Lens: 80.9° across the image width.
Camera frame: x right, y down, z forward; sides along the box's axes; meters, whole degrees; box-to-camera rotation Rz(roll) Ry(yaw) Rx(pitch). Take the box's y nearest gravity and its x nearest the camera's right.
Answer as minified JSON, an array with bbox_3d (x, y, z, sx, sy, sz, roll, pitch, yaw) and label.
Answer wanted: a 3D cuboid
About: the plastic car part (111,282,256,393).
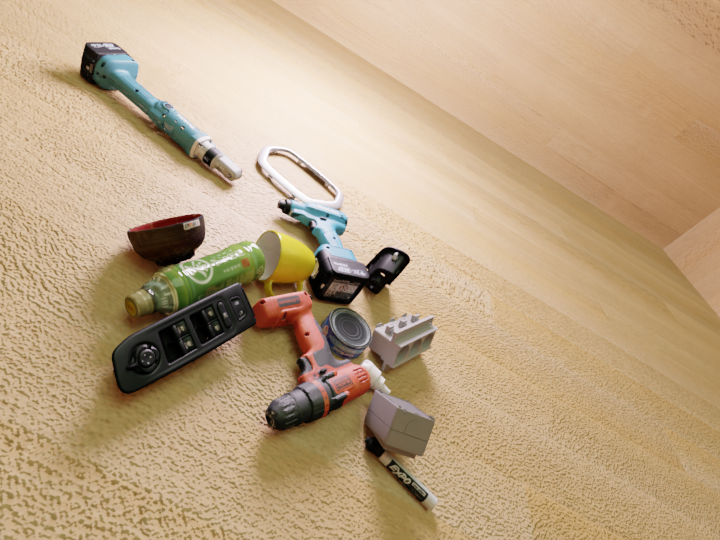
[{"bbox_3d":[-0.231,0.082,0.547,0.198,0.070,0.065,-34,110,-54],"label":"plastic car part"}]

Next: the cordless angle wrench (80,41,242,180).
[{"bbox_3d":[-0.419,-0.331,0.907,0.428,0.074,0.096,41,35,6],"label":"cordless angle wrench"}]

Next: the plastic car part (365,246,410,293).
[{"bbox_3d":[0.043,0.007,0.843,0.066,0.116,0.070,37,58,0],"label":"plastic car part"}]

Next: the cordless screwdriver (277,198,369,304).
[{"bbox_3d":[-0.082,-0.054,0.839,0.153,0.074,0.260,15,35,-26],"label":"cordless screwdriver"}]

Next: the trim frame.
[{"bbox_3d":[-0.147,-0.230,1.043,0.254,0.027,0.181,38,35,10],"label":"trim frame"}]
